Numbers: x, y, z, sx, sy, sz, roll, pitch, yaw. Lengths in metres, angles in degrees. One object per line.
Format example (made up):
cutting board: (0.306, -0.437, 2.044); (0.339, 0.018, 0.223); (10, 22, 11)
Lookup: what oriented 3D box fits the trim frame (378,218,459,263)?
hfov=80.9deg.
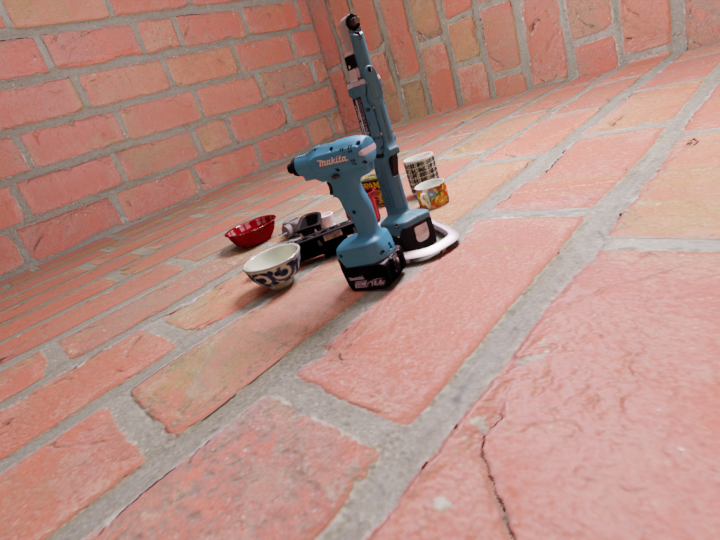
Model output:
trim frame: (0.089, -0.066, 0.846); (0.182, 0.027, 0.258); (-23, 22, -10)

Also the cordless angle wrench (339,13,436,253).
cordless angle wrench: (0.036, -0.227, 0.751); (0.073, 0.412, 0.103); (-26, 19, -24)

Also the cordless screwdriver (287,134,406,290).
cordless screwdriver: (-0.025, -0.090, 0.706); (0.166, 0.242, 0.073); (-4, 22, 35)

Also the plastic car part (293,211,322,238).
plastic car part: (-0.115, -0.093, 1.022); (0.067, 0.069, 0.118); (-16, 21, 6)

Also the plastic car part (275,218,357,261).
plastic car part: (-0.090, -0.059, 0.925); (0.205, 0.065, 0.067); (-16, 20, 8)
